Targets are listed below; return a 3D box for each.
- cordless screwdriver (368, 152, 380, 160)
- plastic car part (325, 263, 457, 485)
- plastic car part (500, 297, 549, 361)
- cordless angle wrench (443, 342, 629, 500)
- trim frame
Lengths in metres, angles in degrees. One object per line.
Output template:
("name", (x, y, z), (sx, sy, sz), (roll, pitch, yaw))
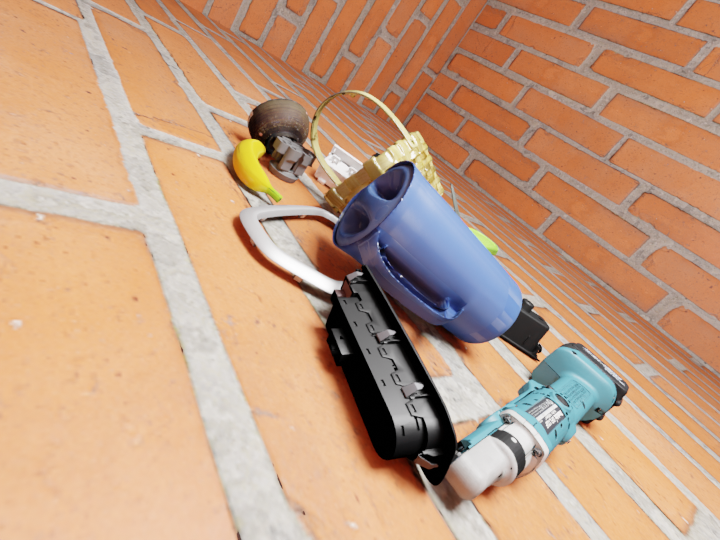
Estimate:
("cordless screwdriver", (0.085, -0.172, 0.971), (0.151, 0.074, 0.261), (8, 38, -48))
("plastic car part", (0.013, 0.078, 0.369), (0.064, 0.066, 0.214), (7, 34, -33))
("plastic car part", (0.259, 0.081, 0.694), (0.115, 0.071, 0.067), (35, 20, -7))
("cordless angle wrench", (0.201, 0.157, 0.464), (0.402, 0.074, 0.103), (0, 40, -50))
("trim frame", (-0.054, -0.036, 0.556), (0.190, 0.027, 0.241), (41, 25, 15))
